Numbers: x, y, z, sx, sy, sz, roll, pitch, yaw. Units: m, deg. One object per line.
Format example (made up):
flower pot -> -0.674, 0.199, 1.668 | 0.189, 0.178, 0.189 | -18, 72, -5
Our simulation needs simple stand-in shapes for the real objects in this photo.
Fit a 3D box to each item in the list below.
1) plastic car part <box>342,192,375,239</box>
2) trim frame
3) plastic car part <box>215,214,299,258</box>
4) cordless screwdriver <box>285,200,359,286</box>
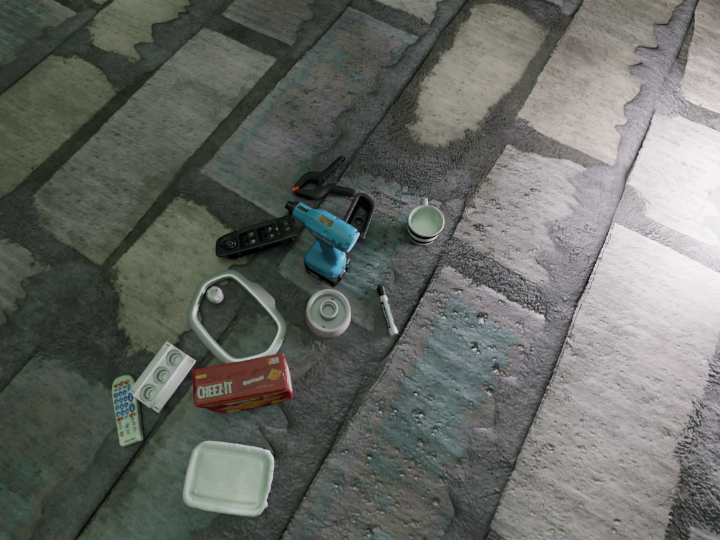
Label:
plastic car part -> -0.005, -0.127, 1.057 | 0.067, 0.069, 0.117 | 21, 68, 5
trim frame -> -0.284, 0.108, 0.974 | 0.256, 0.027, 0.183 | 41, 72, 15
plastic car part -> -0.254, -0.075, 1.033 | 0.201, 0.066, 0.068 | -15, 70, -8
cordless screwdriver -> -0.091, -0.060, 0.931 | 0.162, 0.244, 0.074 | 32, 69, 8
